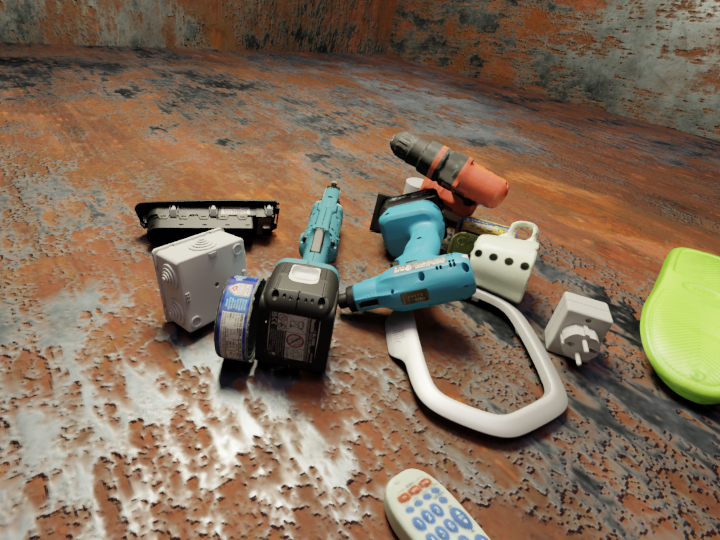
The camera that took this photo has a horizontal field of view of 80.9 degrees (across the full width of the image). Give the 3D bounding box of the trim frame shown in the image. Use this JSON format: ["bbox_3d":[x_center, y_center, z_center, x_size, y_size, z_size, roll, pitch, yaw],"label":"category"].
[{"bbox_3d":[0.122,0.082,0.489,0.183,0.027,0.256,6,35,-5],"label":"trim frame"}]

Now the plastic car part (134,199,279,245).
[{"bbox_3d":[-0.221,-0.064,0.616,0.199,0.065,0.069,2,59,-12],"label":"plastic car part"}]

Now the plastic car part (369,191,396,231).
[{"bbox_3d":[0.079,-0.095,0.730,0.117,0.065,0.072,12,18,0],"label":"plastic car part"}]

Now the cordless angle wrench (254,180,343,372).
[{"bbox_3d":[-0.058,-0.038,0.589,0.074,0.096,0.431,9,29,-3],"label":"cordless angle wrench"}]

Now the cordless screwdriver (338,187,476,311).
[{"bbox_3d":[0.055,-0.028,0.582,0.162,0.072,0.253,-14,27,12],"label":"cordless screwdriver"}]
